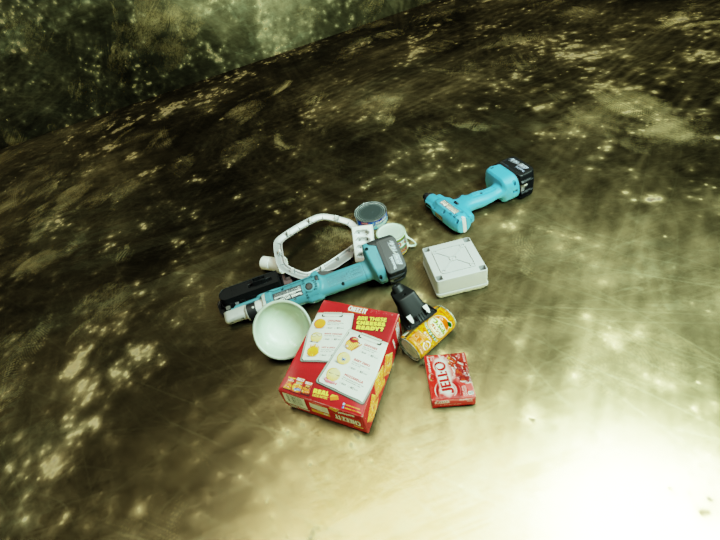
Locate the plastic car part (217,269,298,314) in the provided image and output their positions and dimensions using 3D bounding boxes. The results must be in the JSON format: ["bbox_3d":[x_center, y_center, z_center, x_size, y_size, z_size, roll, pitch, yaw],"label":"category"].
[{"bbox_3d":[-0.249,0.049,1.002,0.203,0.064,0.069,-22,50,-1],"label":"plastic car part"}]

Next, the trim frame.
[{"bbox_3d":[-0.104,-0.068,1.060,0.243,0.027,0.193,-33,58,-29],"label":"trim frame"}]

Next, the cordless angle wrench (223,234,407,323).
[{"bbox_3d":[-0.109,0.040,0.947,0.425,0.072,0.101,-20,69,4],"label":"cordless angle wrench"}]

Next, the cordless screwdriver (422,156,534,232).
[{"bbox_3d":[0.293,-0.200,1.064,0.247,0.071,0.168,-30,44,-7],"label":"cordless screwdriver"}]

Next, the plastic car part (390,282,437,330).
[{"bbox_3d":[0.090,0.059,0.834,0.066,0.069,0.119,-33,15,-3],"label":"plastic car part"}]
